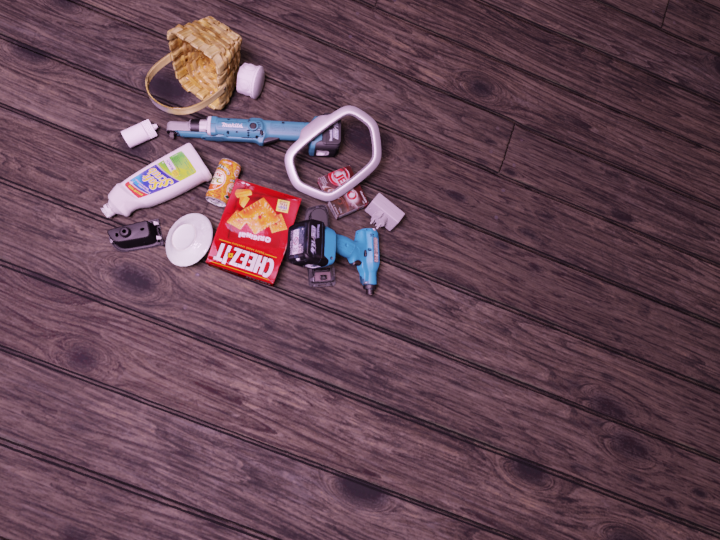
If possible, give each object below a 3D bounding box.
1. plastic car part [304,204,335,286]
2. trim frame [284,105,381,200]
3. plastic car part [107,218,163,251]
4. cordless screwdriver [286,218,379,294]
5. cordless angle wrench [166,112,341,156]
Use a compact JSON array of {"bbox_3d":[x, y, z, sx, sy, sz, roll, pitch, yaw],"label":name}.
[{"bbox_3d":[-0.099,-0.065,1.014,0.066,0.066,0.206,-5,77,-3],"label":"plastic car part"},{"bbox_3d":[-0.062,-0.279,1.008,0.249,0.028,0.180,-38,101,1],"label":"trim frame"},{"bbox_3d":[-0.517,-0.082,0.959,0.114,0.071,0.067,-13,82,-14],"label":"plastic car part"},{"bbox_3d":[-0.048,-0.028,0.954,0.236,0.077,0.161,6,77,-44],"label":"cordless screwdriver"},{"bbox_3d":[-0.262,-0.344,1.045,0.420,0.074,0.099,2,81,-4],"label":"cordless angle wrench"}]
